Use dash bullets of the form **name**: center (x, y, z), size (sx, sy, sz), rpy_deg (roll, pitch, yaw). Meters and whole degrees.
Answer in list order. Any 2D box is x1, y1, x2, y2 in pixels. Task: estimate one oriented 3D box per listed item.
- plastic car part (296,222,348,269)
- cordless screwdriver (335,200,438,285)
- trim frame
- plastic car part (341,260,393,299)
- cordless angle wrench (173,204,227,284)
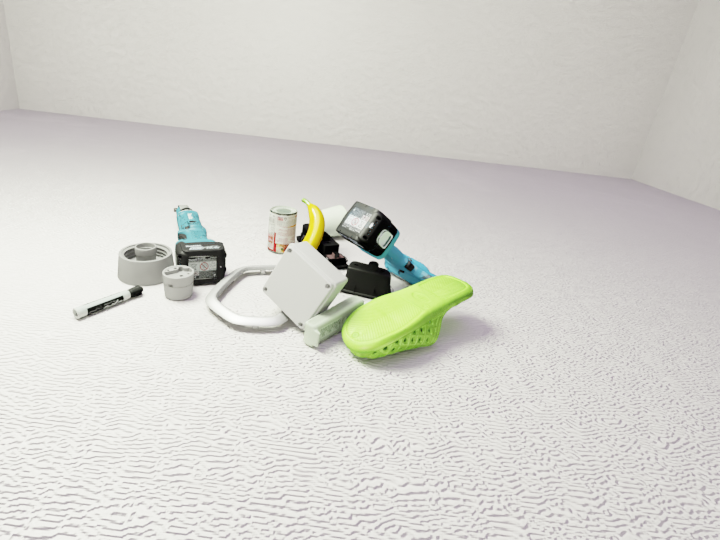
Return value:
- **plastic car part**: center (-0.101, -0.066, 1.031), size (0.064, 0.065, 0.214), rpy_deg (-13, 27, -26)
- **cordless screwdriver**: center (0.071, -0.034, 0.857), size (0.169, 0.074, 0.235), rpy_deg (32, -5, 44)
- **trim frame**: center (-0.185, 0.042, 0.808), size (0.187, 0.027, 0.249), rpy_deg (9, 22, 7)
- **plastic car part**: center (0.015, 0.014, 0.866), size (0.120, 0.069, 0.065), rpy_deg (10, 25, 15)
- **cordless angle wrench**: center (-0.398, -0.089, 0.999), size (0.094, 0.073, 0.445), rpy_deg (-4, 24, -26)
